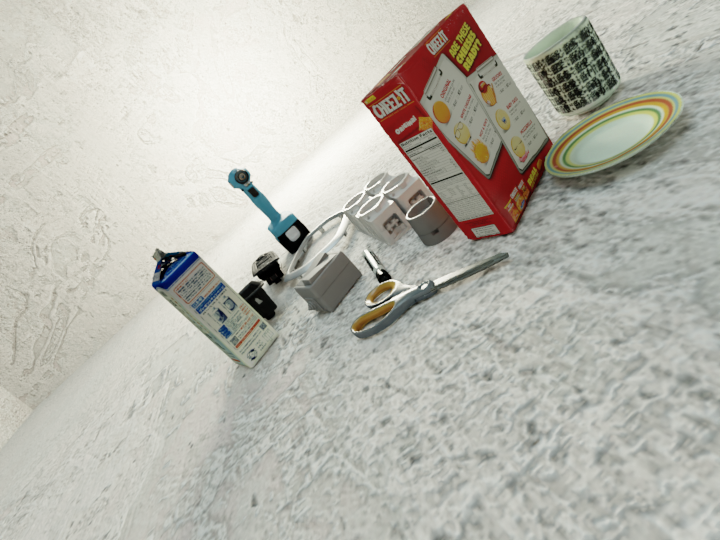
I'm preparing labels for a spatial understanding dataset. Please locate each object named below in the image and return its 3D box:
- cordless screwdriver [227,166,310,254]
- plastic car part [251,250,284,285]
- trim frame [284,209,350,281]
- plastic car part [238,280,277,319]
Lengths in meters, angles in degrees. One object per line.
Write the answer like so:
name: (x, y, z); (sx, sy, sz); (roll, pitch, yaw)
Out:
cordless screwdriver: (-0.222, -0.150, 1.021); (0.074, 0.241, 0.164); (-44, 17, -7)
plastic car part: (-0.207, -0.006, 0.962); (0.066, 0.065, 0.210); (-44, 20, -6)
trim frame: (-0.089, -0.058, 0.907); (0.187, 0.027, 0.252); (-33, 23, 24)
plastic car part: (-0.194, 0.063, 0.799); (0.065, 0.069, 0.121); (-49, 20, -19)
